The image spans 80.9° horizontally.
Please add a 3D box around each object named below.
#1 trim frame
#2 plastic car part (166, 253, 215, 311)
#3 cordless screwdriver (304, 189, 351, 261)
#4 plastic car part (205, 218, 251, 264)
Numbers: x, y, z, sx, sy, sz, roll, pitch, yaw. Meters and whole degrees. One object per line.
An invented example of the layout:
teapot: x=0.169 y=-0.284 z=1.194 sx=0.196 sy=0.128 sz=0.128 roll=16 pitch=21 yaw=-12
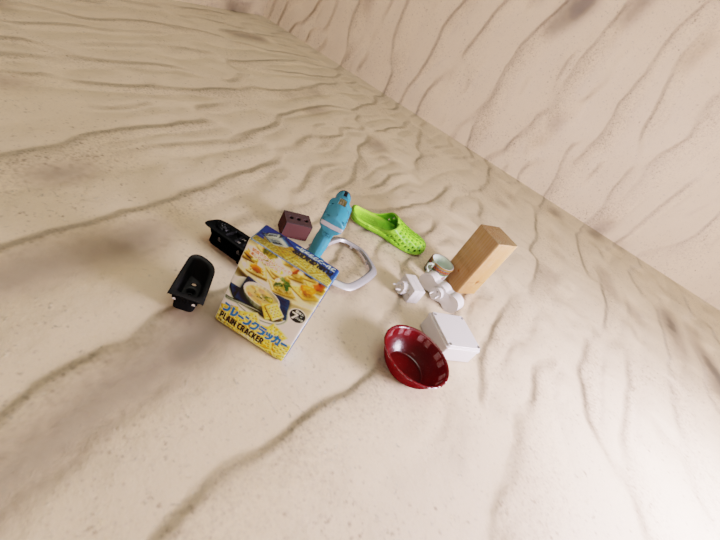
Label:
trim frame: x=-0.055 y=-0.024 z=1.122 sx=0.190 sy=0.027 sz=0.242 roll=39 pitch=34 yaw=14
plastic car part: x=-0.322 y=0.033 z=0.806 sx=0.064 sy=0.071 sz=0.120 roll=22 pitch=34 yaw=-15
cordless screwdriver: x=-0.092 y=-0.060 z=0.941 sx=0.073 sy=0.248 sz=0.161 roll=28 pitch=33 yaw=-8
plastic car part: x=-0.268 y=-0.048 z=0.957 sx=0.207 sy=0.067 sz=0.065 roll=37 pitch=33 yaw=10
